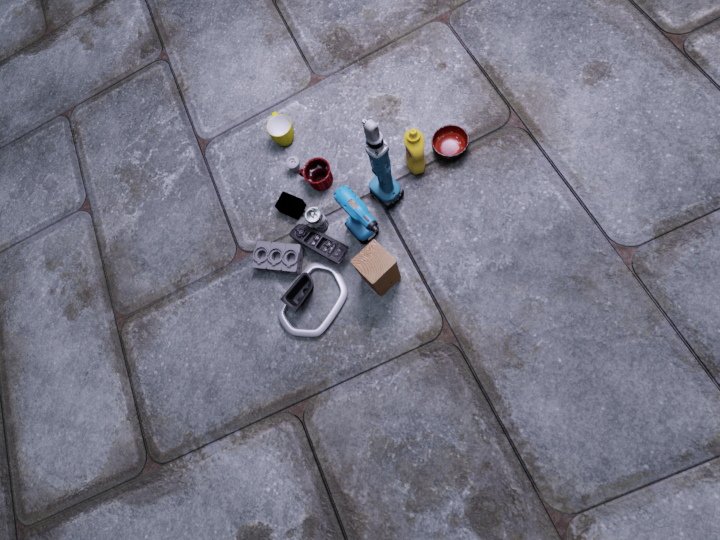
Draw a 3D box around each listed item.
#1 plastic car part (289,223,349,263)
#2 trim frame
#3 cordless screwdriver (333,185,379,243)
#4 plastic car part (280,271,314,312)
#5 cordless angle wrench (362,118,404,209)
[{"bbox_3d":[-0.131,-0.086,1.341,0.211,0.064,0.066,29,83,19],"label":"plastic car part"},{"bbox_3d":[-0.150,0.090,1.314,0.191,0.026,0.248,31,83,20],"label":"trim frame"},{"bbox_3d":[0.007,-0.140,1.229,0.074,0.240,0.165,-40,72,-2],"label":"cordless screwdriver"},{"bbox_3d":[-0.180,0.068,1.306,0.068,0.068,0.116,37,85,18],"label":"plastic car part"},{"bbox_3d":[0.056,-0.290,1.171,0.074,0.409,0.101,-45,74,-3],"label":"cordless angle wrench"}]
